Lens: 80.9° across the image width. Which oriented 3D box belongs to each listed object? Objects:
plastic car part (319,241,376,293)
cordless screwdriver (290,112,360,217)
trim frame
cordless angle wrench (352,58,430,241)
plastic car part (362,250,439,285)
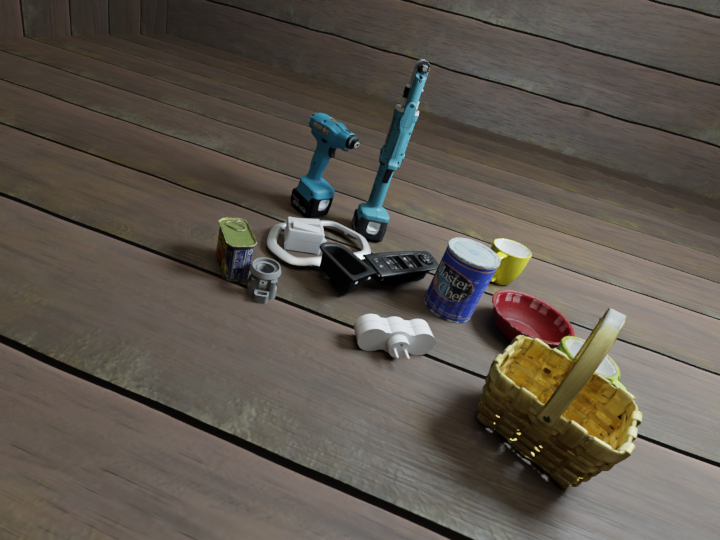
[{"bbox_3d":[-0.038,0.001,0.842,0.063,0.070,0.123,-15,43,-42],"label":"plastic car part"},{"bbox_3d":[-0.086,-0.245,1.042,0.071,0.245,0.168,-12,42,-41],"label":"cordless screwdriver"},{"bbox_3d":[-0.094,-0.061,0.957,0.239,0.027,0.195,-7,38,-31],"label":"trim frame"},{"bbox_3d":[0.073,-0.266,0.979,0.073,0.417,0.101,12,31,-12],"label":"cordless angle wrench"},{"bbox_3d":[0.089,-0.002,0.905,0.195,0.066,0.070,-10,40,-36],"label":"plastic car part"}]
